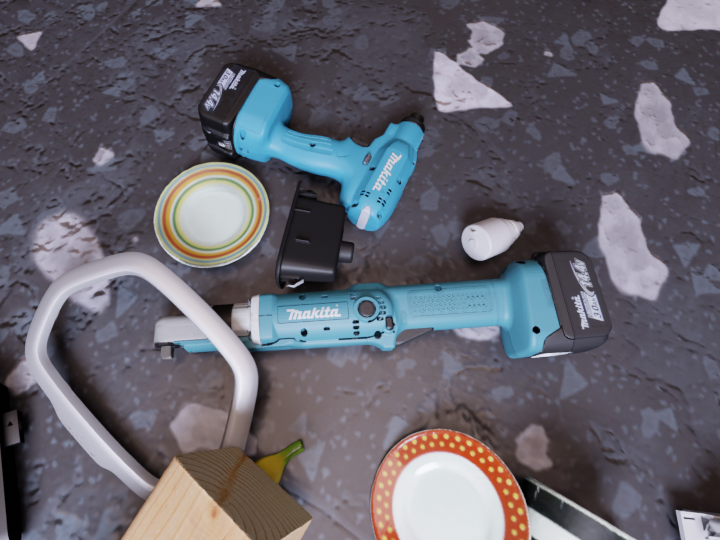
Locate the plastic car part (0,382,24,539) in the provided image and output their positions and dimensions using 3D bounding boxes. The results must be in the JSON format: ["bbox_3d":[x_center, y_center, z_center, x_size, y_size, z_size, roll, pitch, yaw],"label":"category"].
[{"bbox_3d":[-0.340,0.170,0.378,0.064,0.067,0.209,-6,64,-32],"label":"plastic car part"}]

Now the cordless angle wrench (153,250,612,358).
[{"bbox_3d":[0.007,0.045,0.419,0.424,0.072,0.100,-4,70,1],"label":"cordless angle wrench"}]

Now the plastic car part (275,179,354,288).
[{"bbox_3d":[-0.042,-0.027,0.426,0.071,0.064,0.120,3,49,0],"label":"plastic car part"}]

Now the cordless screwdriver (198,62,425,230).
[{"bbox_3d":[-0.053,-0.166,0.502,0.252,0.073,0.159,27,70,6],"label":"cordless screwdriver"}]

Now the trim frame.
[{"bbox_3d":[-0.206,0.095,0.393,0.252,0.027,0.184,41,90,7],"label":"trim frame"}]
